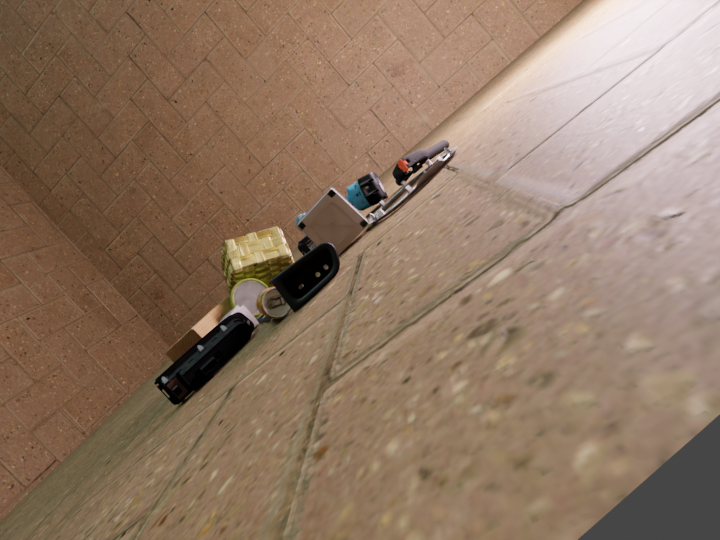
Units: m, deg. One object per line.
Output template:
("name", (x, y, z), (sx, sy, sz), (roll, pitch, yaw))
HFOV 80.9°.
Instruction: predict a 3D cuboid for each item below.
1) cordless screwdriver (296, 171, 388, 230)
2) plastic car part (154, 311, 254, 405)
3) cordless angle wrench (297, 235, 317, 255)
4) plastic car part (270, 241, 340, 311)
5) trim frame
("cordless screwdriver", (-0.051, -0.174, 1.158), (0.251, 0.074, 0.157), (-26, 0, 10))
("plastic car part", (-0.276, 0.156, 0.782), (0.201, 0.065, 0.069), (-47, 18, -29))
("cordless angle wrench", (-0.110, -0.072, 1.129), (0.098, 0.074, 0.427), (-41, 7, -3))
("plastic car part", (-0.082, 0.009, 0.709), (0.116, 0.067, 0.070), (-39, -8, -3))
("trim frame", (0.105, -0.180, 0.887), (0.246, 0.027, 0.188), (-42, 10, -17))
